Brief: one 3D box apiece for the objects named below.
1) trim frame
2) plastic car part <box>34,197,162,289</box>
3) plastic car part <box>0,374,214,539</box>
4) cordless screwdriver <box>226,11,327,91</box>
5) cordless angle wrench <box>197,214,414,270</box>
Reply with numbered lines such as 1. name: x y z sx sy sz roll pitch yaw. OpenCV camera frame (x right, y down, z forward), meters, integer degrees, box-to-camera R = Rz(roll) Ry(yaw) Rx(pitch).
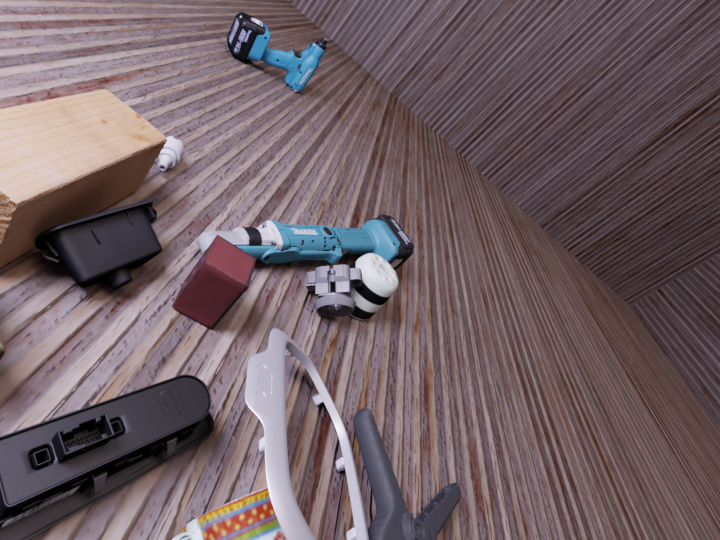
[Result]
1. trim frame: -0.044 0.154 0.375 0.177 0.028 0.257 61 5 -26
2. plastic car part: -0.244 -0.019 0.413 0.070 0.067 0.115 57 31 -8
3. plastic car part: -0.185 0.119 0.297 0.069 0.067 0.194 48 25 20
4. cordless screwdriver: -0.214 -0.589 1.112 0.236 0.160 0.078 14 42 -40
5. cordless angle wrench: -0.065 -0.042 0.660 0.403 0.075 0.102 -4 54 -51
